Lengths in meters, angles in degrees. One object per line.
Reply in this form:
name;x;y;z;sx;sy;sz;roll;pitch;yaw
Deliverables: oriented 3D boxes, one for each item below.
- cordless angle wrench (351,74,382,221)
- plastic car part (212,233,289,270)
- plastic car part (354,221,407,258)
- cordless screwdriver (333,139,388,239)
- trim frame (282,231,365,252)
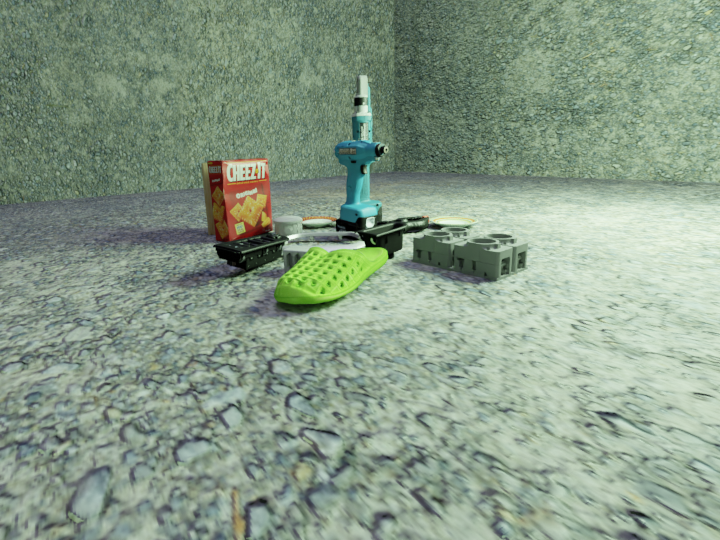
cordless angle wrench;0.006;-0.332;1.205;0.096;0.416;0.077;-5;13;-14
plastic car part;-0.209;-0.039;0.861;0.069;0.066;0.199;4;17;21
plastic car part;0.053;-0.059;0.885;0.112;0.070;0.070;-14;19;-37
cordless screwdriver;0.005;-0.203;1.072;0.071;0.245;0.168;-13;18;-42
trim frame;-0.098;-0.064;0.999;0.253;0.027;0.184;1;17;10
